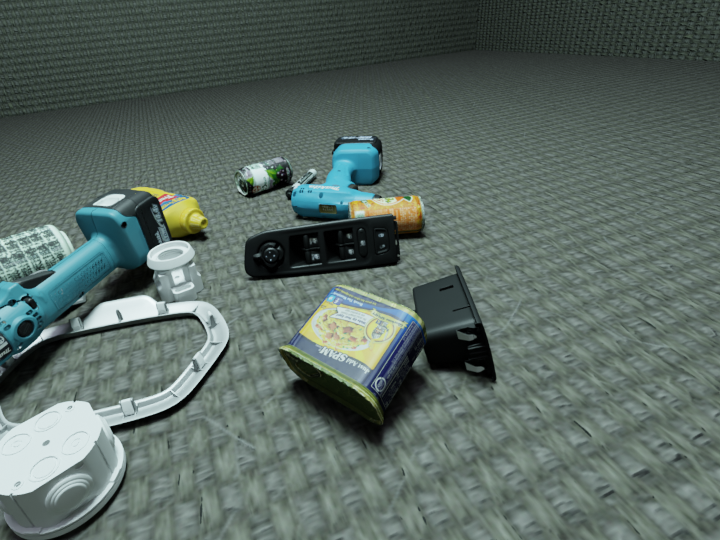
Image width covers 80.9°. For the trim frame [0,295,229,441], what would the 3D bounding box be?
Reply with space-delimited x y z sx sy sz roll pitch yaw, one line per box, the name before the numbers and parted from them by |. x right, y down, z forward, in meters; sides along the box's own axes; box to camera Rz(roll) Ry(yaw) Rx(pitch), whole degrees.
trim frame | -0.259 0.087 0.431 0.246 0.027 0.192 -13 31 -7

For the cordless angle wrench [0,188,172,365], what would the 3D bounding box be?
cordless angle wrench | -0.348 0.051 0.416 0.076 0.094 0.425 4 37 15

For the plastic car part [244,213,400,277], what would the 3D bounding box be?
plastic car part | -0.055 -0.036 0.564 0.201 0.065 0.069 -9 21 -5

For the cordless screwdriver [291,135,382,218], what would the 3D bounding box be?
cordless screwdriver | -0.007 -0.167 0.761 0.164 0.072 0.250 5 37 17

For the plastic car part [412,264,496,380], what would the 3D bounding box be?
plastic car part | 0.079 0.048 0.413 0.072 0.063 0.119 -17 27 7
